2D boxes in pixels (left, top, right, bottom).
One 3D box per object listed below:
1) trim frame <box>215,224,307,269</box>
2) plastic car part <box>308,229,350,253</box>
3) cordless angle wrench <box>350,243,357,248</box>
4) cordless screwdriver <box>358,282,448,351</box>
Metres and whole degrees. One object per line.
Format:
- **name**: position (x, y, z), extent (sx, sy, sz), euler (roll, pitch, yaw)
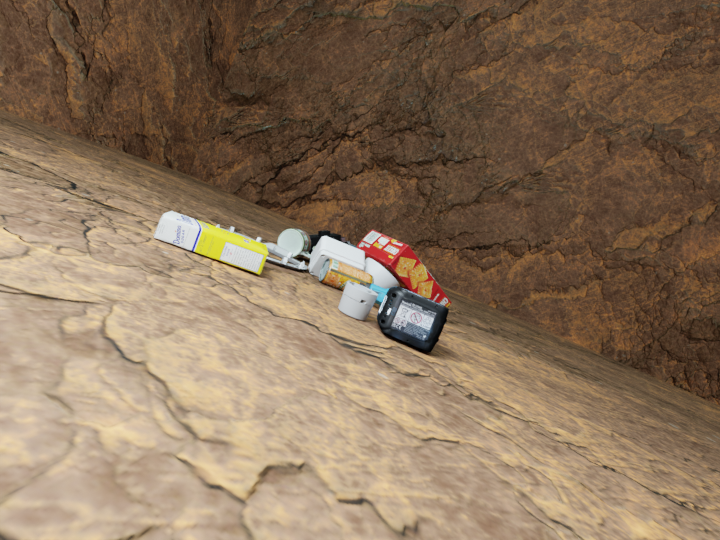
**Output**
- **trim frame**: position (-0.230, -0.055, 0.956), extent (0.259, 0.027, 0.177), euler (23, 4, 23)
- **plastic car part**: position (-0.113, -0.074, 1.154), extent (0.195, 0.066, 0.070), euler (-12, 25, -35)
- **cordless angle wrench**: position (-0.044, -0.026, 1.229), extent (0.098, 0.074, 0.425), euler (22, 8, -5)
- **cordless screwdriver**: position (0.063, 0.064, 0.752), extent (0.161, 0.074, 0.245), euler (23, 1, 5)
